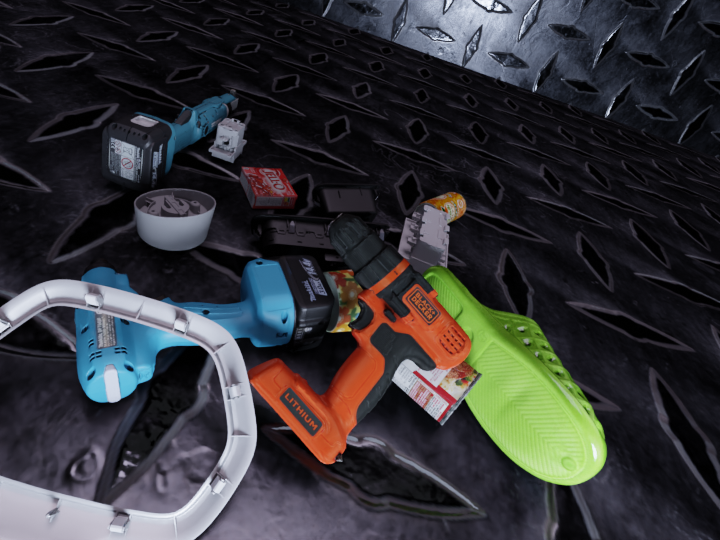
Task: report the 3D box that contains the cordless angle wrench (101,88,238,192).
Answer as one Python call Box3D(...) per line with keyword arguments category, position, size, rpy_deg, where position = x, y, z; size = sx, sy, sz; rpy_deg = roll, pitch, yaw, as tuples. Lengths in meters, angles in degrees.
Box3D(category="cordless angle wrench", position=(-0.303, -0.262, 0.761), size=(0.074, 0.097, 0.430), rpy_deg=(18, 32, -5))

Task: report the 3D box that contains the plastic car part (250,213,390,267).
Box3D(category="plastic car part", position=(-0.059, -0.039, 0.604), size=(0.197, 0.066, 0.069), rpy_deg=(8, 64, -17))

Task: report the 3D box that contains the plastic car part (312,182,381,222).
Box3D(category="plastic car part", position=(-0.021, -0.102, 0.703), size=(0.112, 0.065, 0.074), rpy_deg=(-4, 57, -25))

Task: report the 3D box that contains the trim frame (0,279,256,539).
Box3D(category="trim frame", position=(-0.201, 0.106, 0.321), size=(0.246, 0.027, 0.186), rpy_deg=(18, 69, -5))

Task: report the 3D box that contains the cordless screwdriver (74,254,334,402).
Box3D(category="cordless screwdriver", position=(-0.163, 0.032, 0.452), size=(0.240, 0.073, 0.168), rpy_deg=(-10, 45, -28))
